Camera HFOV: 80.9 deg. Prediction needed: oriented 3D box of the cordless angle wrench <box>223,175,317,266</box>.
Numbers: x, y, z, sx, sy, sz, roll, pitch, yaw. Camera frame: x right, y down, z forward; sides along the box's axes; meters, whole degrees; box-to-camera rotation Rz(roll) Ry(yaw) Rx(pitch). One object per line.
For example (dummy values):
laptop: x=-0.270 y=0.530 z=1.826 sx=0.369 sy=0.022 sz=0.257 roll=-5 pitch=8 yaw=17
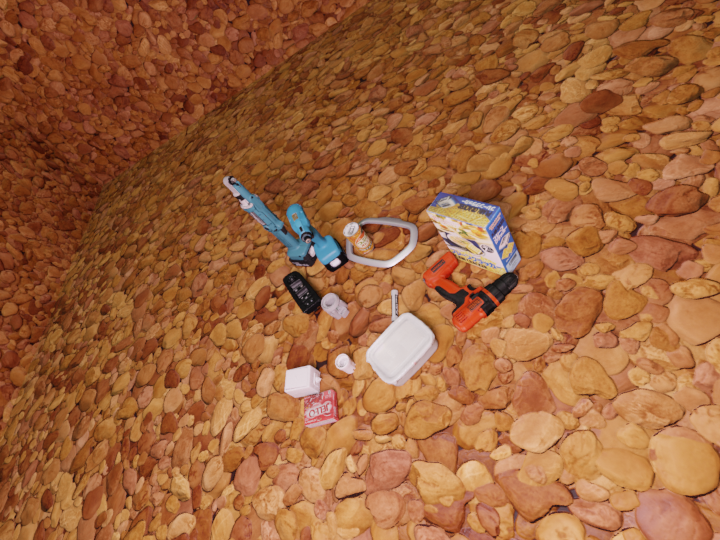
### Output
cordless angle wrench: x=-0.277 y=-0.150 z=1.308 sx=0.103 sy=0.399 sz=0.075 roll=2 pitch=59 yaw=36

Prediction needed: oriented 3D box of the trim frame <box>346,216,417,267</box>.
trim frame: x=0.060 y=-0.092 z=1.293 sx=0.262 sy=0.026 sz=0.185 roll=10 pitch=65 yaw=40

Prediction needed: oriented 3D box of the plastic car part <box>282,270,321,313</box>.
plastic car part: x=-0.178 y=0.069 z=1.317 sx=0.066 sy=0.063 sz=0.215 roll=-45 pitch=44 yaw=-1

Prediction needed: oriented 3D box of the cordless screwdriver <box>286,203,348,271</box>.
cordless screwdriver: x=-0.124 y=-0.081 z=1.266 sx=0.075 sy=0.235 sz=0.167 roll=-36 pitch=44 yaw=7
